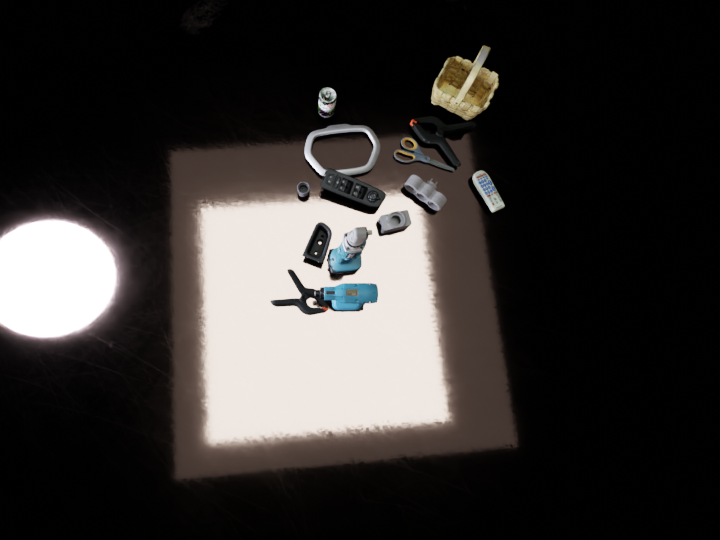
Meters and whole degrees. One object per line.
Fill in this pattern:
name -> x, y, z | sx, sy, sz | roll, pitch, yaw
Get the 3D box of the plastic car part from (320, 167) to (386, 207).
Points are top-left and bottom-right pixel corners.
plastic car part -> -0.023, -0.249, 1.323 | 0.204, 0.066, 0.066 | 21, 80, 2

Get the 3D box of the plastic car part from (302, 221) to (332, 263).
plastic car part -> -0.126, -0.082, 1.285 | 0.066, 0.070, 0.117 | 21, 79, -1

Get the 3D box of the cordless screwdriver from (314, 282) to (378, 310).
cordless screwdriver -> -0.049, 0.071, 1.167 | 0.158, 0.248, 0.075 | 0, 82, -6

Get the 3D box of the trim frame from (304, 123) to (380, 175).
trim frame -> -0.058, -0.393, 1.370 | 0.247, 0.027, 0.187 | -9, 79, -4

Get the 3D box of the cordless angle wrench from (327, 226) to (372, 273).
cordless angle wrench -> -0.028, -0.054, 1.105 | 0.097, 0.421, 0.075 | -4, 83, -8
